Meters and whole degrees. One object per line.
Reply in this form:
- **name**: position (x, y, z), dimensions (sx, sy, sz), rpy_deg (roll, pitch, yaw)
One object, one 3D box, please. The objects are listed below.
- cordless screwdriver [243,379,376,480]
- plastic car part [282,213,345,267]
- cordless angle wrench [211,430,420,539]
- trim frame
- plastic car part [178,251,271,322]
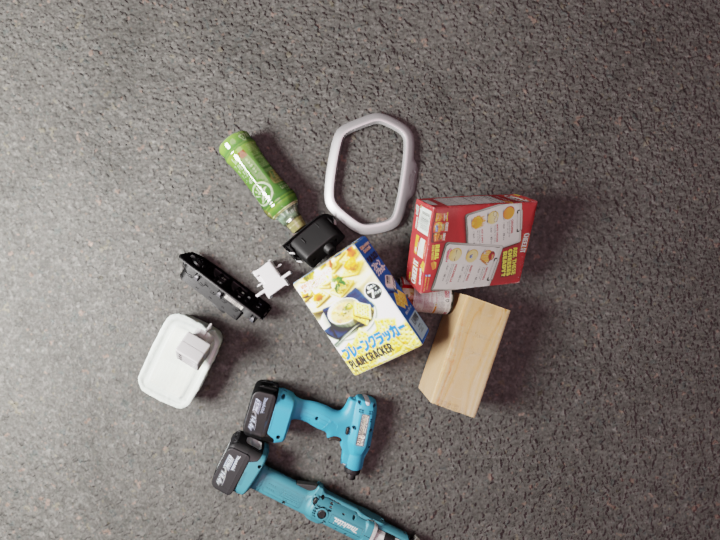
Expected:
- **cordless screwdriver**: position (-0.100, 0.307, 0.816), dimensions (0.247, 0.075, 0.159), rpy_deg (11, 89, -4)
- **plastic car part**: position (-0.080, -0.052, 0.818), dimensions (0.116, 0.062, 0.075), rpy_deg (-40, 56, -2)
- **cordless angle wrench**: position (-0.076, 0.451, 0.814), dimensions (0.421, 0.074, 0.098), rpy_deg (27, 89, -2)
- **trim frame**: position (0.023, -0.195, 0.854), dimensions (0.184, 0.027, 0.249), rpy_deg (8, 87, 1)
- **plastic car part**: position (-0.275, 0.037, 0.833), dimensions (0.203, 0.066, 0.067), rpy_deg (40, 114, -1)
